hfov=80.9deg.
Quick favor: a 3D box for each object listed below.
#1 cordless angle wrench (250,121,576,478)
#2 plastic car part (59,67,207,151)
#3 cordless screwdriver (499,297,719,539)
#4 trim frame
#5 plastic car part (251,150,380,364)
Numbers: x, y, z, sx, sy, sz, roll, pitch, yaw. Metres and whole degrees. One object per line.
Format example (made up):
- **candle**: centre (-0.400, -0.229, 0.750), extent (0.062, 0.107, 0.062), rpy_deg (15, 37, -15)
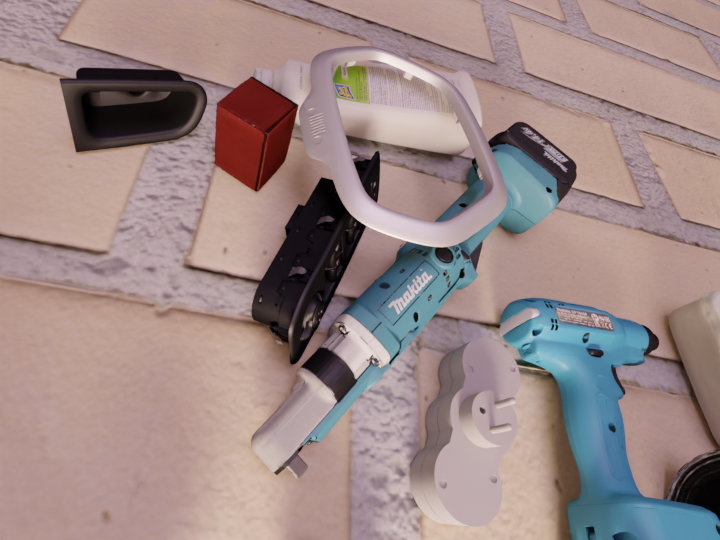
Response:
- **cordless angle wrench**: centre (0.065, -0.002, 0.380), extent (0.100, 0.074, 0.417), rpy_deg (43, 59, 7)
- **plastic car part**: centre (-0.210, -0.160, 0.390), extent (0.113, 0.065, 0.074), rpy_deg (-19, 56, -31)
- **cordless screwdriver**: centre (0.218, 0.143, 0.343), extent (0.155, 0.074, 0.256), rpy_deg (8, 55, -15)
- **trim frame**: centre (0.036, -0.127, 0.390), extent (0.179, 0.027, 0.257), rpy_deg (-2, 61, -19)
- **plastic car part**: centre (-0.035, -0.023, 0.362), extent (0.068, 0.065, 0.205), rpy_deg (16, 55, 4)
